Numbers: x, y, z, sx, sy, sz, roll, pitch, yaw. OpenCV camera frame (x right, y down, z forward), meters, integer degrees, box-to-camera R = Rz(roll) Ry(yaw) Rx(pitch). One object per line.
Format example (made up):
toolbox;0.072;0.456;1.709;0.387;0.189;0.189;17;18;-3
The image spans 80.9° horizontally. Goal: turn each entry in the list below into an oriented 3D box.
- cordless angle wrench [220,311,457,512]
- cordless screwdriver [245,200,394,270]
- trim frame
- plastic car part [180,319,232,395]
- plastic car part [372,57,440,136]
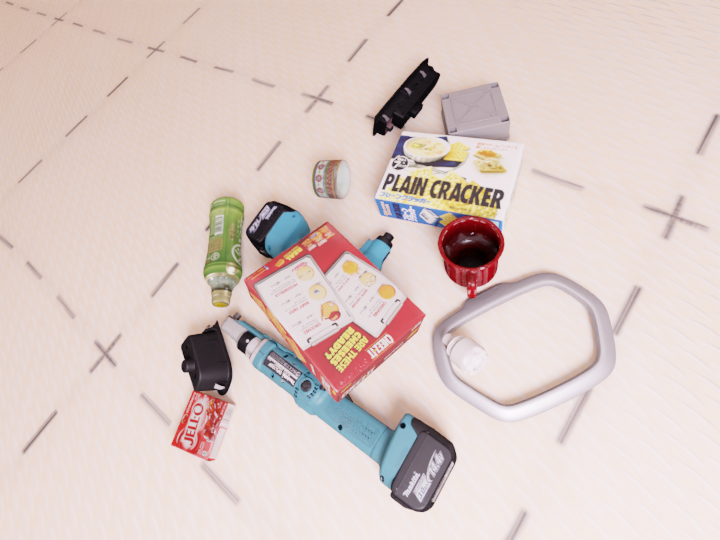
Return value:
cordless angle wrench;-0.070;0.178;0.635;0.445;0.071;0.098;26;73;31
cordless screwdriver;-0.074;-0.049;0.758;0.261;0.071;0.159;31;75;26
trim frame;0.227;0.100;0.600;0.249;0.026;0.193;-29;58;4
plastic car part;-0.263;0.150;0.704;0.066;0.067;0.122;-50;52;29
plastic car part;0.102;-0.357;0.872;0.069;0.064;0.203;28;74;17
